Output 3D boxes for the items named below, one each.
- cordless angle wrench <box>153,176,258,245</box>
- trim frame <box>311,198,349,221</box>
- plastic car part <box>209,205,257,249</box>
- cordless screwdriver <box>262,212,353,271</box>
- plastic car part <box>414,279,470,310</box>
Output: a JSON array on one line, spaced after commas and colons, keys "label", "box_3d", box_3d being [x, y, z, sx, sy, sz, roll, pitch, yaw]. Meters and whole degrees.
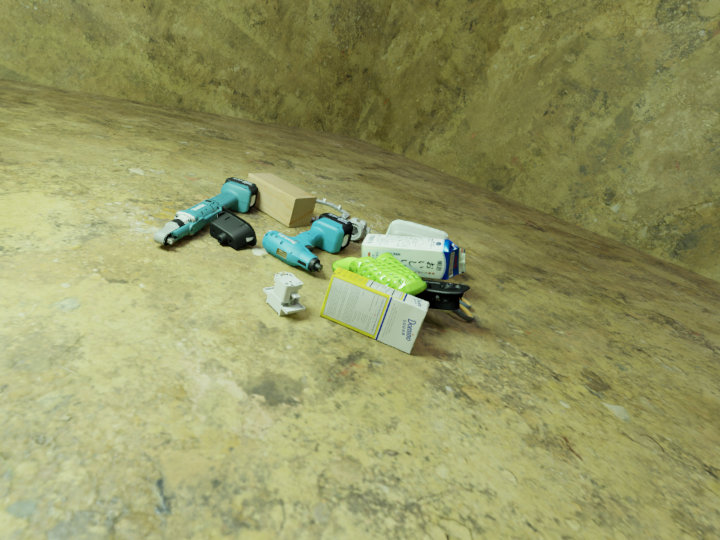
[{"label": "cordless angle wrench", "box_3d": [-0.374, -0.145, 1.038, 0.099, 0.073, 0.424, 17, 25, 3]}, {"label": "trim frame", "box_3d": [-0.136, -0.198, 1.363, 0.190, 0.027, 0.244, 21, 25, 15]}, {"label": "plastic car part", "box_3d": [-0.302, -0.087, 0.970, 0.122, 0.064, 0.069, 31, 41, 25]}, {"label": "cordless screwdriver", "box_3d": [-0.100, -0.065, 1.023, 0.167, 0.073, 0.241, 27, 29, 25]}, {"label": "plastic car part", "box_3d": [0.118, 0.049, 0.873, 0.212, 0.067, 0.064, 0, 6, 30]}]
